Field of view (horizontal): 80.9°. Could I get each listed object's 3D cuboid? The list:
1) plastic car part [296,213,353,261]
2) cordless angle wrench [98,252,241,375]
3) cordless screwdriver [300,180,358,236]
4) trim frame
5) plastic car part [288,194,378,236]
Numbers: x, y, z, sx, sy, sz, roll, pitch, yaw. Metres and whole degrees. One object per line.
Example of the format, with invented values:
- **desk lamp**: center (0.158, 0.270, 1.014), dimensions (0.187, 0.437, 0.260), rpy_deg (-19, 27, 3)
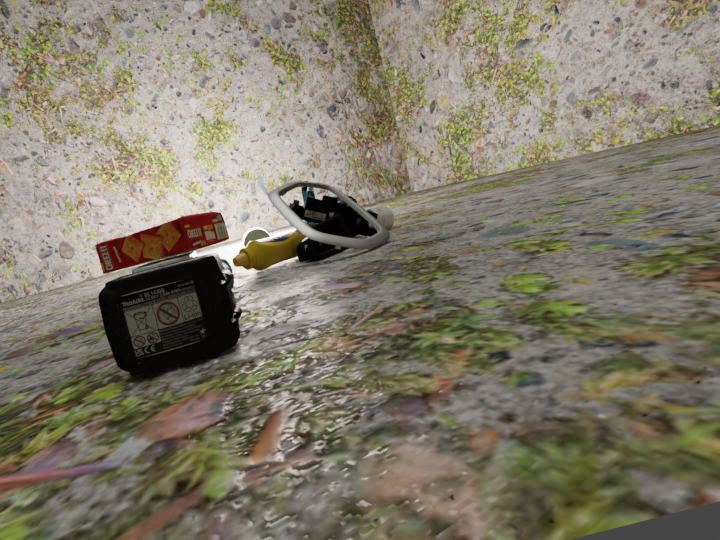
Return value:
- **plastic car part**: center (-0.075, -0.049, 0.765), dimensions (0.073, 0.066, 0.113), rpy_deg (-27, 1, 42)
- **cordless angle wrench**: center (-0.190, 0.018, 0.515), dimensions (0.097, 0.074, 0.432), rpy_deg (-15, 8, -12)
- **cordless screwdriver**: center (-0.088, -0.148, 1.022), dimensions (0.073, 0.157, 0.258), rpy_deg (-16, 11, -21)
- **trim frame**: center (-0.058, -0.103, 0.753), dimensions (0.177, 0.027, 0.263), rpy_deg (-12, 38, -34)
- **plastic car part**: center (-0.051, -0.111, 0.852), dimensions (0.204, 0.067, 0.066), rpy_deg (17, -7, 2)
